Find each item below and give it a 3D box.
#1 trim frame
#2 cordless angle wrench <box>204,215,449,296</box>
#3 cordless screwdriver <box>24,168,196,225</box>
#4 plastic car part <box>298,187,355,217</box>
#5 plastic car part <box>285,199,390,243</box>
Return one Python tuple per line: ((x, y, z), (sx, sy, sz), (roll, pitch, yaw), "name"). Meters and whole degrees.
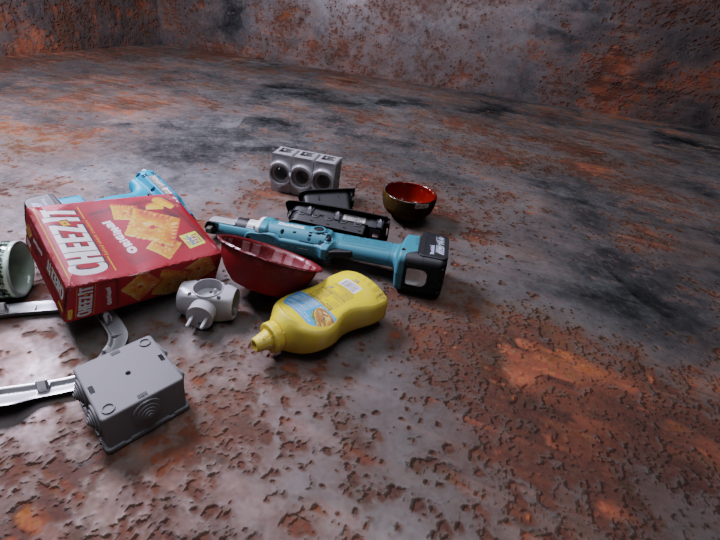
((-0.410, 0.092, 0.501), (0.242, 0.027, 0.193), (-3, 35, -16), "trim frame")
((-0.071, -0.047, 0.728), (0.433, 0.072, 0.098), (11, 32, 13), "cordless angle wrench")
((-0.416, -0.088, 0.728), (0.164, 0.074, 0.243), (39, 41, 13), "cordless screwdriver")
((-0.066, -0.124, 0.860), (0.115, 0.064, 0.074), (-4, 48, -10), "plastic car part")
((-0.052, -0.081, 0.796), (0.208, 0.064, 0.067), (16, 59, 14), "plastic car part")
